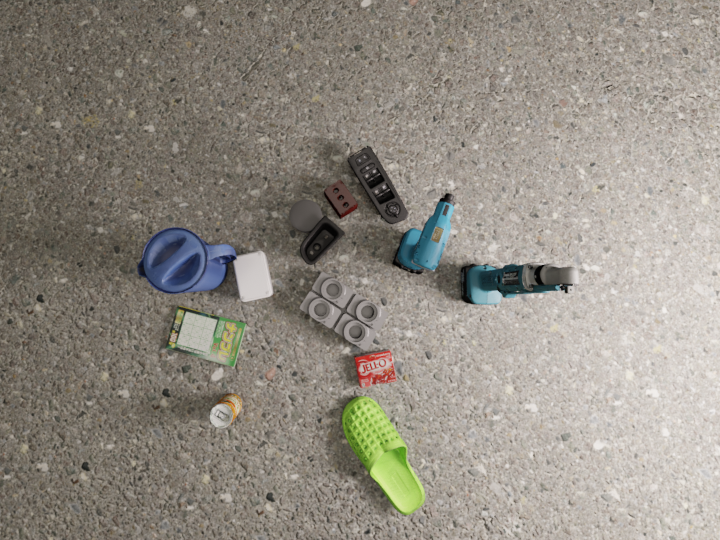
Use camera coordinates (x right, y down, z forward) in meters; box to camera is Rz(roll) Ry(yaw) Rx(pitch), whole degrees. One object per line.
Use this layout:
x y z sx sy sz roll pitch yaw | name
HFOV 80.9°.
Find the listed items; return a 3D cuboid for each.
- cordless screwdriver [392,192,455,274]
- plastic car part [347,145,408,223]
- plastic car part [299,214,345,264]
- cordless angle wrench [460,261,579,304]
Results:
0.144 -0.073 0.939 0.074 0.248 0.159 22 84 -2 | cordless screwdriver
0.043 -0.203 1.049 0.066 0.066 0.205 -30 83 -4 | plastic car part
-0.101 -0.066 1.033 0.066 0.070 0.116 41 85 2 | plastic car part
0.300 0.020 0.837 0.074 0.421 0.098 1 86 -4 | cordless angle wrench
